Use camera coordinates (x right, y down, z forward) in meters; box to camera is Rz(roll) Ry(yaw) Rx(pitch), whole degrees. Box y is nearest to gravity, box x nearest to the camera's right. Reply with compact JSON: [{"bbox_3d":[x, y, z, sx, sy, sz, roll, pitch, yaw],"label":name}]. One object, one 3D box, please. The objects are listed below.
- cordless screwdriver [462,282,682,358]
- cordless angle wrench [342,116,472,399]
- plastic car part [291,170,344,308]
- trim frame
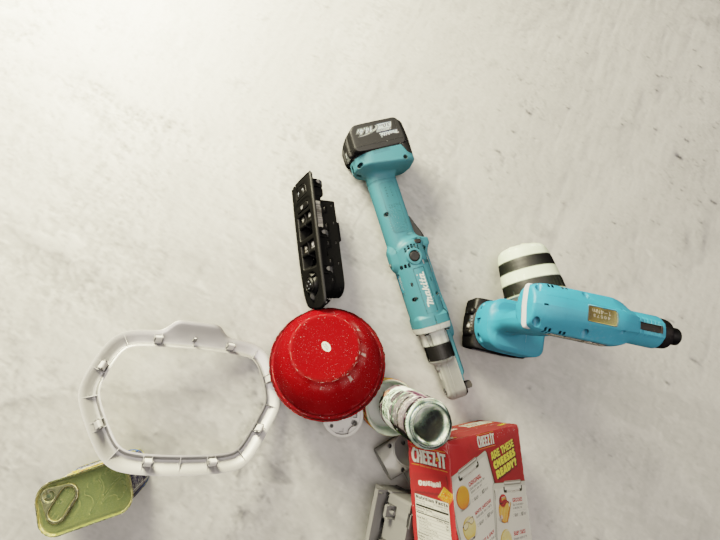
[{"bbox_3d":[0.238,0.072,0.536,0.159,0.247,0.075,13,77,-2],"label":"cordless screwdriver"},{"bbox_3d":[0.074,-0.020,0.637,0.097,0.074,0.429,-15,80,-11],"label":"cordless angle wrench"},{"bbox_3d":[-0.061,-0.040,0.628,0.064,0.068,0.207,10,66,-37],"label":"plastic car part"},{"bbox_3d":[-0.218,0.156,0.537,0.240,0.028,0.189,10,57,-22],"label":"trim frame"}]
